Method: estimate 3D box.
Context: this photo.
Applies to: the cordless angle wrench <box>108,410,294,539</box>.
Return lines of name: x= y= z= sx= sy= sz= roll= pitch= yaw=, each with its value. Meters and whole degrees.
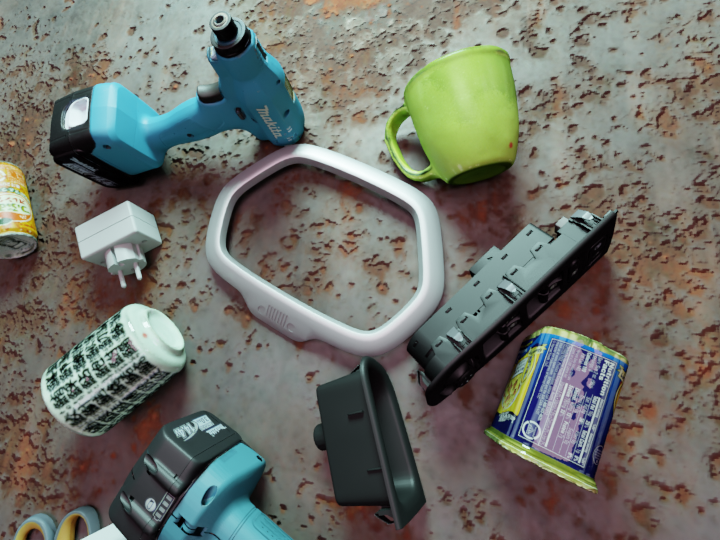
cordless angle wrench: x=0.014 y=0.260 z=0.286 sx=0.436 sy=0.095 sz=0.074 roll=32 pitch=87 yaw=16

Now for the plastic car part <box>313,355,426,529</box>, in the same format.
plastic car part: x=-0.002 y=0.137 z=0.342 sx=0.072 sy=0.063 sz=0.120 roll=-25 pitch=68 yaw=18

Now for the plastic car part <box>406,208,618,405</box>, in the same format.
plastic car part: x=0.112 y=0.024 z=0.343 sx=0.203 sy=0.063 sz=0.070 roll=-47 pitch=63 yaw=-3

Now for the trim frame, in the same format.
trim frame: x=-0.040 y=-0.026 z=0.410 sx=0.257 sy=0.026 sz=0.184 roll=27 pitch=81 yaw=17

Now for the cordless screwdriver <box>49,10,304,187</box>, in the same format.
cordless screwdriver: x=-0.191 y=-0.159 z=0.414 sx=0.253 sy=0.153 sz=0.076 roll=-8 pitch=75 yaw=11
